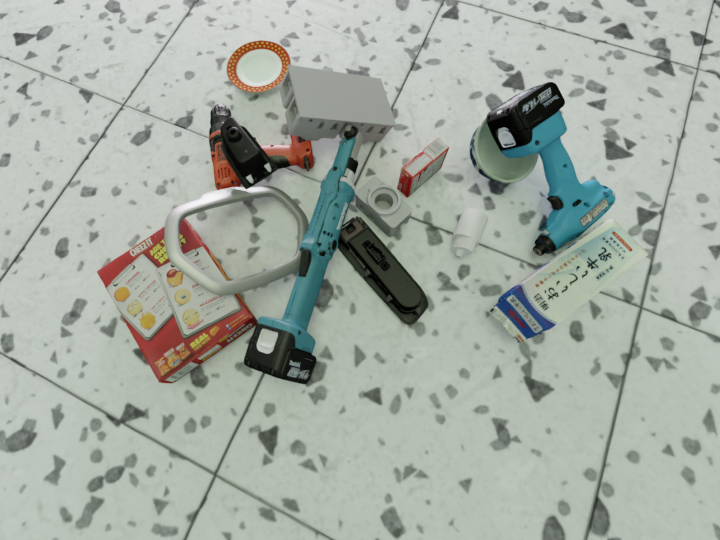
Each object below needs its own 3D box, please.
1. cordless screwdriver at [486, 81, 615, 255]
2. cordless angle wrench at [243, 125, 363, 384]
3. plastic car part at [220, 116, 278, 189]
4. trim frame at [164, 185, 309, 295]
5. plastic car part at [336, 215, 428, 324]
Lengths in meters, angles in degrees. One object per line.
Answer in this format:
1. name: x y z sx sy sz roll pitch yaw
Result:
1. cordless screwdriver: 0.289 -0.156 0.672 0.158 0.076 0.243 -39 103 -10
2. cordless angle wrench: -0.066 -0.043 0.673 0.078 0.093 0.426 9 73 28
3. plastic car part: -0.200 -0.207 0.705 0.066 0.070 0.119 -34 78 -7
4. trim frame: -0.190 -0.059 0.686 0.241 0.028 0.188 -23 77 -32
5. plastic car part: 0.037 -0.007 0.688 0.065 0.066 0.208 -34 76 -16
